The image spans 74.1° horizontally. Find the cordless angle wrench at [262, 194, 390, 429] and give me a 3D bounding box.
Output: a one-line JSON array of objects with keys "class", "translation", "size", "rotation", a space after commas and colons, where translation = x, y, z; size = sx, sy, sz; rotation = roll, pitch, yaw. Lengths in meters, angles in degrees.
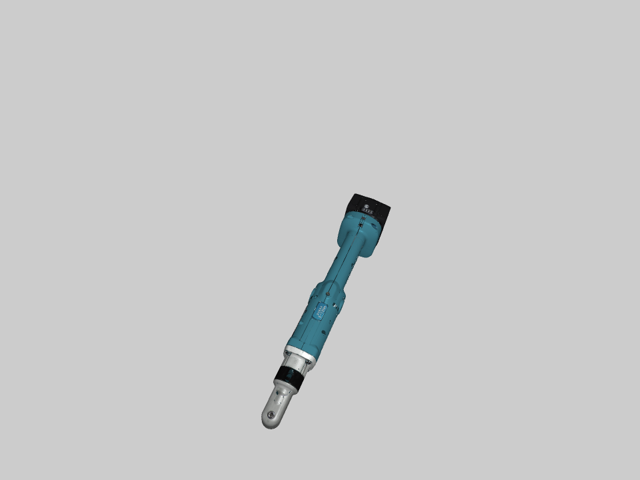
[{"class": "cordless angle wrench", "translation": [0.010, 0.100, 0.694], "size": [0.074, 0.421, 0.098], "rotation": [22, -34, 9]}]
